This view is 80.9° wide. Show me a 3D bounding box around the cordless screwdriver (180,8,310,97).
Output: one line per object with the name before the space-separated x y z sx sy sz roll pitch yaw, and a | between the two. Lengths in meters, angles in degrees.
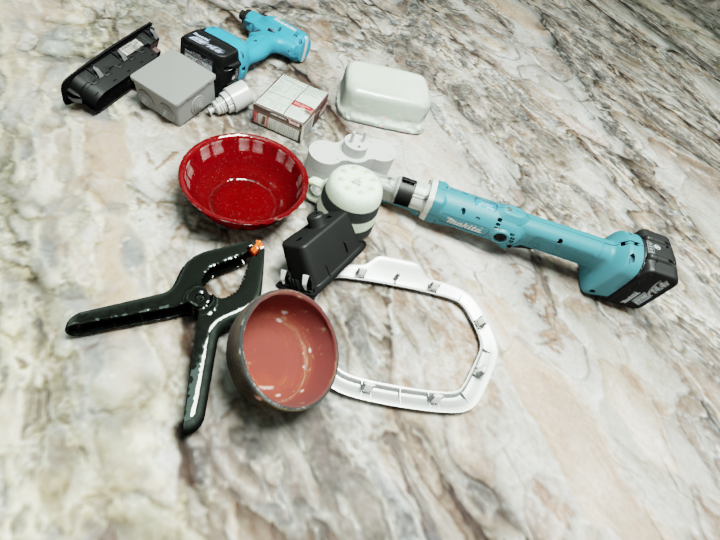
cordless screwdriver | -0.218 -0.404 0.752 0.163 0.073 0.246 33 49 10

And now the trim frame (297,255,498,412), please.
trim frame | 0.044 0.065 0.491 0.246 0.027 0.189 10 51 -5

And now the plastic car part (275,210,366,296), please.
plastic car part | -0.049 -0.032 0.499 0.069 0.068 0.115 10 42 39

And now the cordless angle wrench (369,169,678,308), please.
cordless angle wrench | 0.197 -0.063 0.590 0.427 0.096 0.075 20 55 5

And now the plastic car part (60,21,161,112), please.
plastic car part | -0.368 -0.301 0.647 0.065 0.068 0.204 42 48 -18
